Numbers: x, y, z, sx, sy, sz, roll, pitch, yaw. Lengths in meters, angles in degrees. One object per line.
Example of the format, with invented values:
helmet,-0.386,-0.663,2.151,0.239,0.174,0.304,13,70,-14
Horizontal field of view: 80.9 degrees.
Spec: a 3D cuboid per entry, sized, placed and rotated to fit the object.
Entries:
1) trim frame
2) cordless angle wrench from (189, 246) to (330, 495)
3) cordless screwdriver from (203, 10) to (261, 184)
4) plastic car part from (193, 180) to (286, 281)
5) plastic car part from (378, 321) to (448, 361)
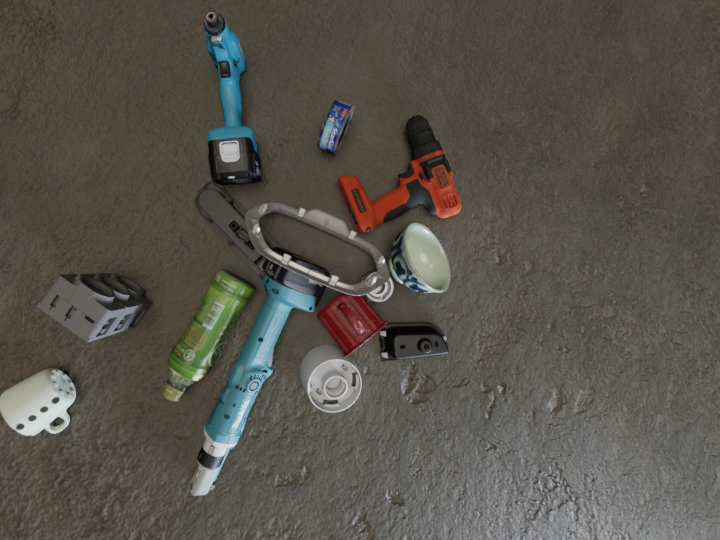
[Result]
trim frame,-0.065,-0.043,0.670,0.248,0.186,0.027,22,122,-2
cordless angle wrench,-0.182,0.172,0.686,0.092,0.079,0.422,24,91,-40
cordless screwdriver,-0.213,-0.268,0.680,0.074,0.160,0.249,-5,89,-5
plastic car part,-0.210,-0.069,0.716,0.066,0.066,0.205,-44,85,3
plastic car part,0.092,0.120,0.697,0.117,0.071,0.066,-4,89,1
